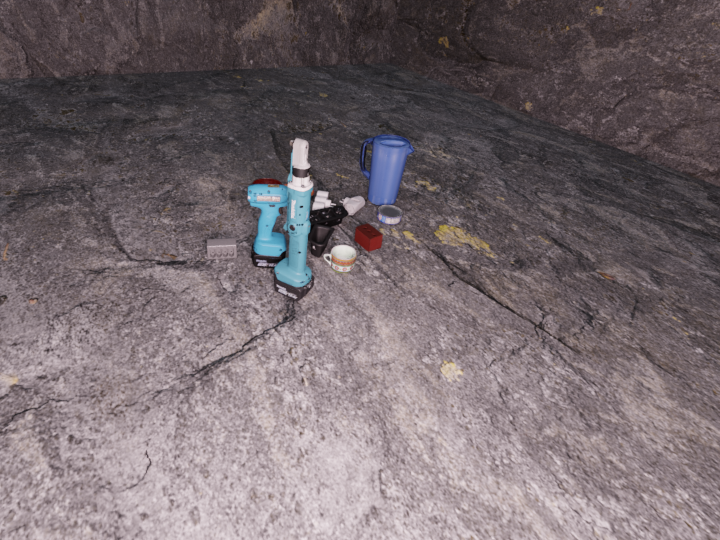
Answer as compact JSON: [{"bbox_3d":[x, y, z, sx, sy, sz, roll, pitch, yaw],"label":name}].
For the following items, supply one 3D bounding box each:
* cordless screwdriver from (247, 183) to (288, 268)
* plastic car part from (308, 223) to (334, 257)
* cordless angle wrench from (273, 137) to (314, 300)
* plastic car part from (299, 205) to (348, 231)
[{"bbox_3d":[-0.229,-0.123,1.170,0.157,0.243,0.077,2,36,-9],"label":"cordless screwdriver"},{"bbox_3d":[-0.124,-0.081,1.273,0.067,0.069,0.118,12,36,5],"label":"plastic car part"},{"bbox_3d":[-0.153,-0.114,1.024,0.102,0.413,0.073,23,38,18],"label":"cordless angle wrench"},{"bbox_3d":[-0.124,-0.165,1.389,0.197,0.065,0.070,-22,45,-33],"label":"plastic car part"}]
